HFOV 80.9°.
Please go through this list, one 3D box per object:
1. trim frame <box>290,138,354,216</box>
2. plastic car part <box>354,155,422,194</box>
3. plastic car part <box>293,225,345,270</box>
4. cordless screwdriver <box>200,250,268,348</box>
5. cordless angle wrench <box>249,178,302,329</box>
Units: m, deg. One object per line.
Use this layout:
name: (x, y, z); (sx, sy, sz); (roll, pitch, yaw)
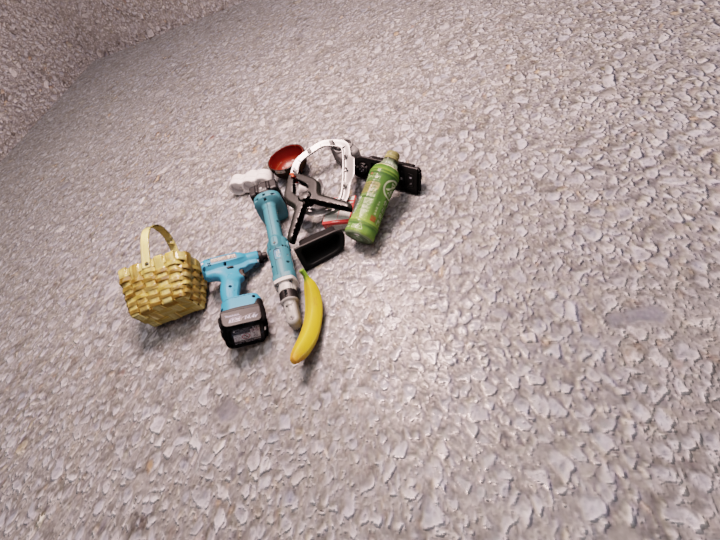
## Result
trim frame: (-0.101, -0.243, 1.078); (0.189, 0.026, 0.255); (-9, 58, 18)
plastic car part: (0.069, -0.249, 1.042); (0.214, 0.063, 0.066); (21, 49, 35)
plastic car part: (-0.095, -0.062, 0.974); (0.116, 0.063, 0.074); (-28, 33, -3)
cordless screwdriver: (-0.258, 0.045, 0.943); (0.156, 0.072, 0.262); (-16, 44, -17)
cordless angle wrench: (-0.190, -0.049, 0.985); (0.075, 0.093, 0.442); (-22, 50, 2)
